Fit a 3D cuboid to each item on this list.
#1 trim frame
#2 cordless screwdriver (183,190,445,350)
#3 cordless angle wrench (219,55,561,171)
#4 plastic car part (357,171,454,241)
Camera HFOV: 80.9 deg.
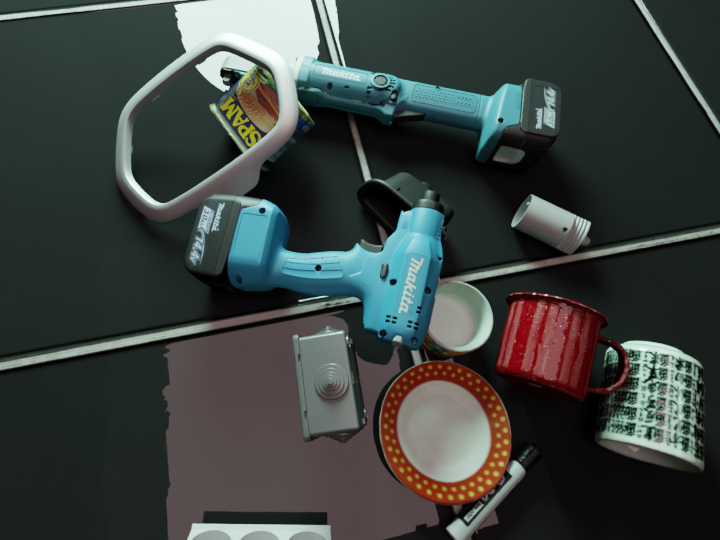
[{"bbox_3d":[-0.184,-0.161,0.485,0.251,0.027,0.188,-31,78,10],"label":"trim frame"},{"bbox_3d":[-0.043,-0.028,0.436,0.254,0.072,0.160,13,75,11],"label":"cordless screwdriver"},{"bbox_3d":[0.024,-0.223,0.543,0.427,0.073,0.099,14,69,5],"label":"cordless angle wrench"},{"bbox_3d":[0.061,-0.076,0.497,0.069,0.065,0.120,-32,71,-30],"label":"plastic car part"}]
